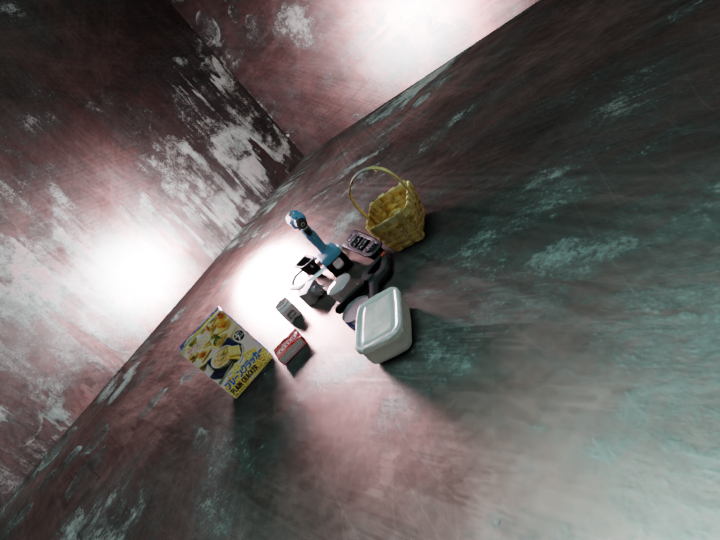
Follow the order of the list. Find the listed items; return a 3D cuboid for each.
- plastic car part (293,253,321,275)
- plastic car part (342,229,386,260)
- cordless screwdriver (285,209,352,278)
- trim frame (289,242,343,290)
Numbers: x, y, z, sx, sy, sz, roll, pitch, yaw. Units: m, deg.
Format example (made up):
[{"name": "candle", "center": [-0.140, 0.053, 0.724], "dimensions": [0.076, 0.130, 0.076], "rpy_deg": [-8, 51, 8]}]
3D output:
[{"name": "plastic car part", "center": [-0.174, -0.010, 1.470], "dimensions": [0.066, 0.068, 0.121], "rpy_deg": [-48, 23, -14]}, {"name": "plastic car part", "center": [0.016, -0.067, 1.269], "dimensions": [0.066, 0.064, 0.211], "rpy_deg": [-46, 23, -7]}, {"name": "cordless screwdriver", "center": [-0.127, -0.083, 1.302], "dimensions": [0.074, 0.240, 0.165], "rpy_deg": [-44, 20, -4]}, {"name": "trim frame", "center": [-0.156, -0.012, 1.496], "dimensions": [0.249, 0.026, 0.191], "rpy_deg": [-42, 23, 2]}]
